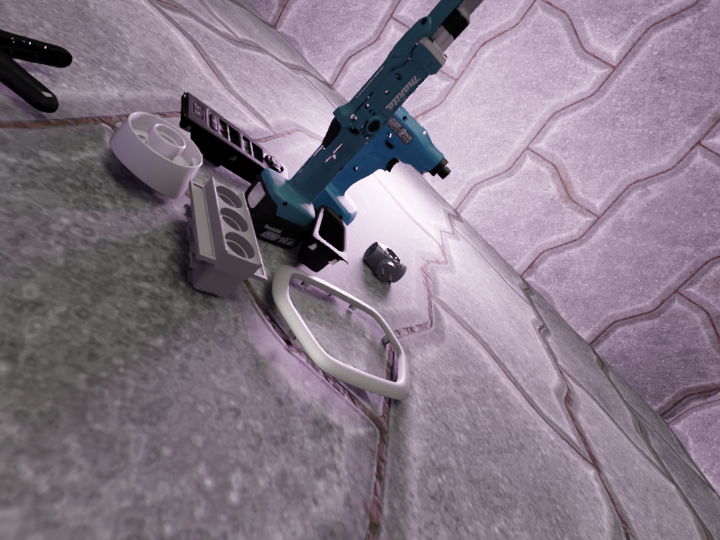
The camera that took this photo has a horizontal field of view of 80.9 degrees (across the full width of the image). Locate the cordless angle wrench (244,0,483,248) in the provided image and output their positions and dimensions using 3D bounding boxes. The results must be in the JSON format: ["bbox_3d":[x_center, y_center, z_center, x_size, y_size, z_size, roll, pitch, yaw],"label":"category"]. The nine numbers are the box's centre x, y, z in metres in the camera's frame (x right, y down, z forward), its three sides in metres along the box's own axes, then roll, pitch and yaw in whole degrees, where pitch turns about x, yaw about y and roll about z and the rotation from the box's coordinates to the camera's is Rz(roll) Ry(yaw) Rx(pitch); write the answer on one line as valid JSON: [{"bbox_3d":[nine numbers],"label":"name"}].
[{"bbox_3d":[0.004,-0.198,0.540,0.092,0.426,0.078,22,33,-46],"label":"cordless angle wrench"}]

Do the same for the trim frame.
[{"bbox_3d":[-0.019,0.076,0.545,0.235,0.028,0.193,27,27,-37],"label":"trim frame"}]

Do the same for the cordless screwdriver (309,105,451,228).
[{"bbox_3d":[0.008,-0.137,0.679,0.160,0.251,0.073,47,22,2],"label":"cordless screwdriver"}]

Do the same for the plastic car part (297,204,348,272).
[{"bbox_3d":[-0.061,-0.040,0.623,0.064,0.071,0.119,38,22,-20],"label":"plastic car part"}]

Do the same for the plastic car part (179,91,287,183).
[{"bbox_3d":[-0.194,-0.181,0.647,0.192,0.067,0.069,25,30,-41],"label":"plastic car part"}]
